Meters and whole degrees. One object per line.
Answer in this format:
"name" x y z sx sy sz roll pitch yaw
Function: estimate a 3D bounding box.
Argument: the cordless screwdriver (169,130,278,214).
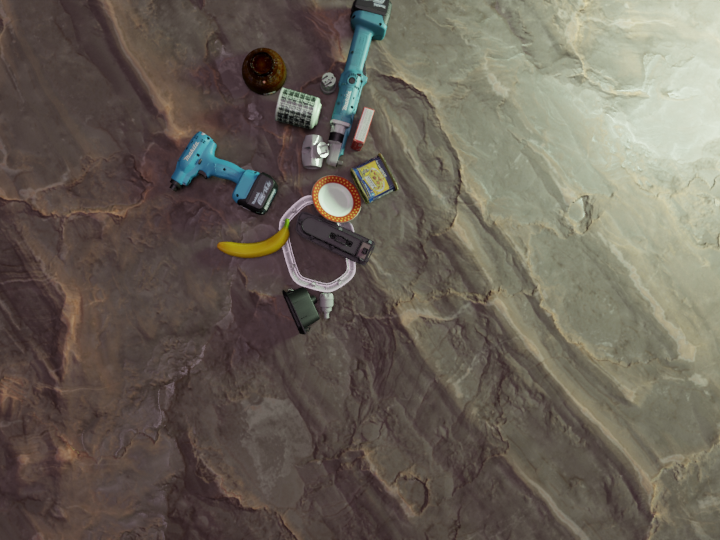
"cordless screwdriver" -0.337 -0.215 1.036 0.251 0.074 0.159 31 88 3

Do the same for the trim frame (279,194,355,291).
"trim frame" -0.104 -0.068 1.059 0.183 0.027 0.249 -14 87 -3

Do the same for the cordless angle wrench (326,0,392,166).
"cordless angle wrench" -0.021 -0.465 1.055 0.098 0.075 0.423 15 90 -3

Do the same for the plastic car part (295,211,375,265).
"plastic car part" -0.065 -0.079 1.023 0.204 0.067 0.066 25 95 2

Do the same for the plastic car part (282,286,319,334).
"plastic car part" -0.138 0.091 1.040 0.069 0.067 0.117 -20 87 -19
